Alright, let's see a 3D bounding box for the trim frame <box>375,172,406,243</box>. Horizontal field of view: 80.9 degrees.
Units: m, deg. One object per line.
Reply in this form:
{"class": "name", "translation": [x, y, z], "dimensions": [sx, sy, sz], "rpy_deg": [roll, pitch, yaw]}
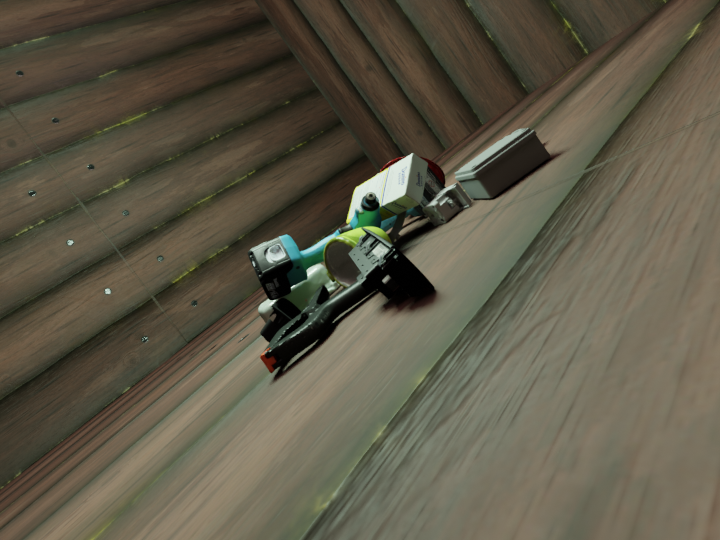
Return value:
{"class": "trim frame", "translation": [0.037, -0.120, 0.902], "dimensions": [0.183, 0.026, 0.259], "rpy_deg": [-68, 26, 7]}

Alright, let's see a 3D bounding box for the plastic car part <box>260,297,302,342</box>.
{"class": "plastic car part", "translation": [-0.137, 0.094, 0.722], "dimensions": [0.071, 0.066, 0.117], "rpy_deg": [-51, 4, -1]}

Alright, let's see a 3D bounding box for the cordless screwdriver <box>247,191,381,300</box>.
{"class": "cordless screwdriver", "translation": [-0.074, -0.048, 0.757], "dimensions": [0.245, 0.078, 0.155], "rpy_deg": [-23, -28, -14]}

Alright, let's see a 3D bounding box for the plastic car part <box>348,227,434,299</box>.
{"class": "plastic car part", "translation": [0.024, -0.008, 0.527], "dimensions": [0.067, 0.065, 0.207], "rpy_deg": [-52, 15, 8]}

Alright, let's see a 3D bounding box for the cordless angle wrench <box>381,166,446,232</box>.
{"class": "cordless angle wrench", "translation": [0.028, -0.105, 1.040], "dimensions": [0.073, 0.098, 0.431], "rpy_deg": [-40, 5, -40]}
